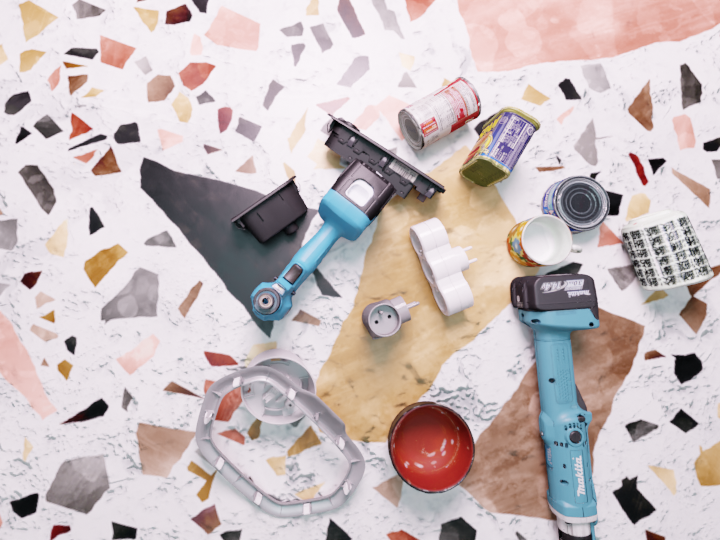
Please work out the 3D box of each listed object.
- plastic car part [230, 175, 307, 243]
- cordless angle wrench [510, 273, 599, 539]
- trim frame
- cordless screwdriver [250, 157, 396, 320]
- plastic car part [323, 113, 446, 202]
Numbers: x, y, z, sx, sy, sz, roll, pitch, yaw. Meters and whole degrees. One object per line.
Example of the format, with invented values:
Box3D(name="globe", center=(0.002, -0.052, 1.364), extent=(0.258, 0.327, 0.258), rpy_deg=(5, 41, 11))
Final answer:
Box3D(name="plastic car part", center=(-0.124, -0.081, 0.619), extent=(0.116, 0.068, 0.069), rpy_deg=(-33, 103, -8))
Box3D(name="cordless angle wrench", center=(0.282, 0.218, 0.583), extent=(0.098, 0.074, 0.425), rpy_deg=(-4, 86, -3))
Box3D(name="trim frame", center=(-0.108, 0.235, 0.563), extent=(0.185, 0.028, 0.245), rpy_deg=(-41, 97, 8))
Box3D(name="cordless screwdriver", center=(-0.055, -0.036, 0.561), extent=(0.074, 0.159, 0.248), rpy_deg=(39, 82, -2))
Box3D(name="plastic car part", center=(0.026, -0.160, 0.630), extent=(0.204, 0.066, 0.067), rpy_deg=(38, 110, 2))
